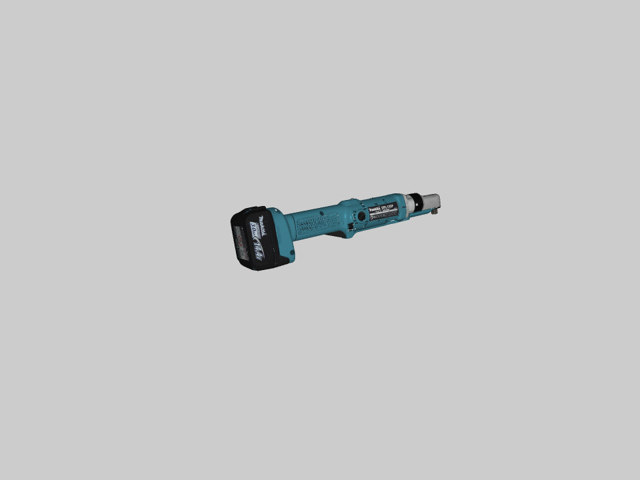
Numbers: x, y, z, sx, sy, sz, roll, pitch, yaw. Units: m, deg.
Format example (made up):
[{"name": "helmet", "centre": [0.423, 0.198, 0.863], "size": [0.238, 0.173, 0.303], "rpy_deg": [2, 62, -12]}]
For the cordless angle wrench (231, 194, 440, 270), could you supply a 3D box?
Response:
[{"name": "cordless angle wrench", "centre": [0.057, -0.040, 0.754], "size": [0.422, 0.098, 0.074], "rpy_deg": [-13, 10, -29]}]
